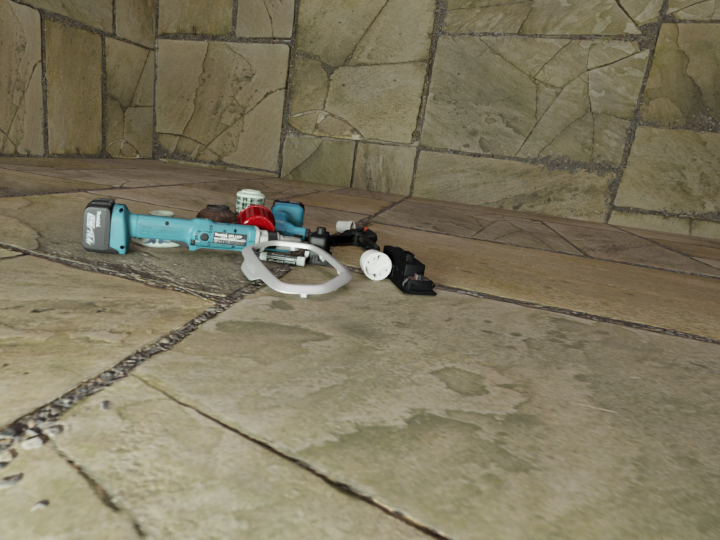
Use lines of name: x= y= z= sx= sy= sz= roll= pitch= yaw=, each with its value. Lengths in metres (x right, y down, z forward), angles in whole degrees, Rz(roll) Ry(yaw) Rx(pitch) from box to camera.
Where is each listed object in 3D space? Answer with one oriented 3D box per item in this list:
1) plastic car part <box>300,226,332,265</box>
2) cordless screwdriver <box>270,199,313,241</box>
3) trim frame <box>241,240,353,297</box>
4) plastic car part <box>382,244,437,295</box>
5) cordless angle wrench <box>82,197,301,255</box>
plastic car part: x=-0.091 y=-0.060 z=0.934 sx=0.066 sy=0.070 sz=0.117 roll=9 pitch=18 yaw=2
cordless screwdriver: x=-0.190 y=-0.128 z=1.140 sx=0.160 sy=0.073 sz=0.252 roll=7 pitch=19 yaw=0
trim frame: x=-0.124 y=-0.009 z=0.780 sx=0.177 sy=0.027 sz=0.263 roll=-6 pitch=26 yaw=-30
plastic car part: x=0.082 y=-0.009 z=0.848 sx=0.065 sy=0.066 sz=0.210 roll=-4 pitch=15 yaw=-14
cordless angle wrench: x=-0.321 y=-0.073 z=0.860 sx=0.409 sy=0.097 sz=0.078 roll=4 pitch=17 yaw=-21
